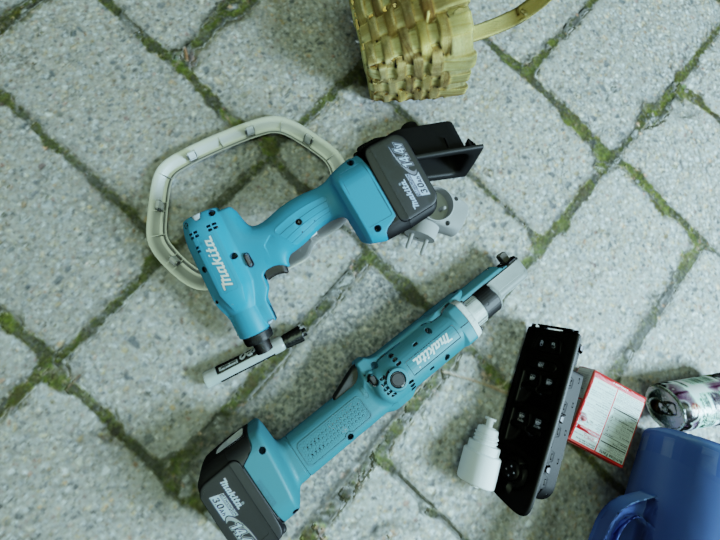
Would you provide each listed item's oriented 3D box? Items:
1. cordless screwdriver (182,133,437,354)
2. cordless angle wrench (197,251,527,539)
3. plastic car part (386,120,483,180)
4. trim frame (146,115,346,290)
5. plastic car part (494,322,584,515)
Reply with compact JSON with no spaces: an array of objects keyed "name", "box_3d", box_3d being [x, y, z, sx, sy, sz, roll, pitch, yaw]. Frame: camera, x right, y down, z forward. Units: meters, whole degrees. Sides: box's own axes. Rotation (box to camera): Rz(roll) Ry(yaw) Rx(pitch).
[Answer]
[{"name":"cordless screwdriver","box_3d":[-0.043,-0.028,0.442,0.248,0.075,0.158,-25,93,-1]},{"name":"cordless angle wrench","box_3d":[0.029,0.115,0.459,0.419,0.075,0.098,-36,89,-14]},{"name":"plastic car part","box_3d":[0.075,-0.150,0.517,0.116,0.065,0.073,-7,68,-6]},{"name":"trim frame","box_3d":[-0.128,-0.081,0.493,0.245,0.028,0.185,-26,86,-12]},{"name":"plastic car part","box_3d":[0.203,0.167,0.479,0.064,0.069,0.203,32,75,-31]}]
